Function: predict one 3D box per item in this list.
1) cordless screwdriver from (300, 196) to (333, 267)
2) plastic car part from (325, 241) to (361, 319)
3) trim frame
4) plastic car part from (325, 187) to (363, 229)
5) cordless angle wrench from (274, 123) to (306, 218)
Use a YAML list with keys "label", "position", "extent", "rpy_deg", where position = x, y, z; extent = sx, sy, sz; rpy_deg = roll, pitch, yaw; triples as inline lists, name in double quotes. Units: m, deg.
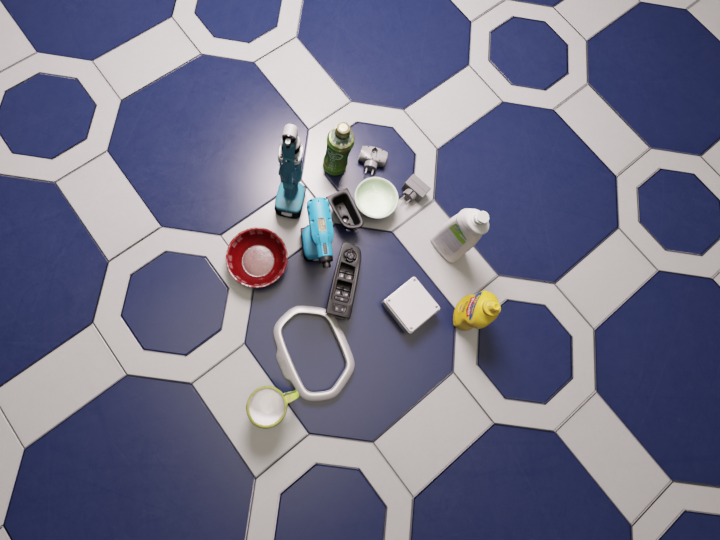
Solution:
- label: "cordless screwdriver"
  position: [-0.102, -0.067, 1.043]
  extent: [0.073, 0.248, 0.161]
  rpy_deg: [-7, 80, -10]
- label: "plastic car part"
  position: [-0.043, 0.027, 1.117]
  extent: [0.066, 0.067, 0.205]
  rpy_deg: [13, 76, -4]
- label: "trim frame"
  position: [-0.123, 0.209, 1.088]
  extent: [0.182, 0.027, 0.253]
  rpy_deg: [-25, 79, -9]
- label: "plastic car part"
  position: [-0.042, -0.155, 1.159]
  extent: [0.065, 0.070, 0.118]
  rpy_deg: [-25, 81, -11]
- label: "cordless angle wrench"
  position: [-0.164, -0.227, 0.988]
  extent: [0.074, 0.422, 0.099]
  rpy_deg: [12, 78, -7]
